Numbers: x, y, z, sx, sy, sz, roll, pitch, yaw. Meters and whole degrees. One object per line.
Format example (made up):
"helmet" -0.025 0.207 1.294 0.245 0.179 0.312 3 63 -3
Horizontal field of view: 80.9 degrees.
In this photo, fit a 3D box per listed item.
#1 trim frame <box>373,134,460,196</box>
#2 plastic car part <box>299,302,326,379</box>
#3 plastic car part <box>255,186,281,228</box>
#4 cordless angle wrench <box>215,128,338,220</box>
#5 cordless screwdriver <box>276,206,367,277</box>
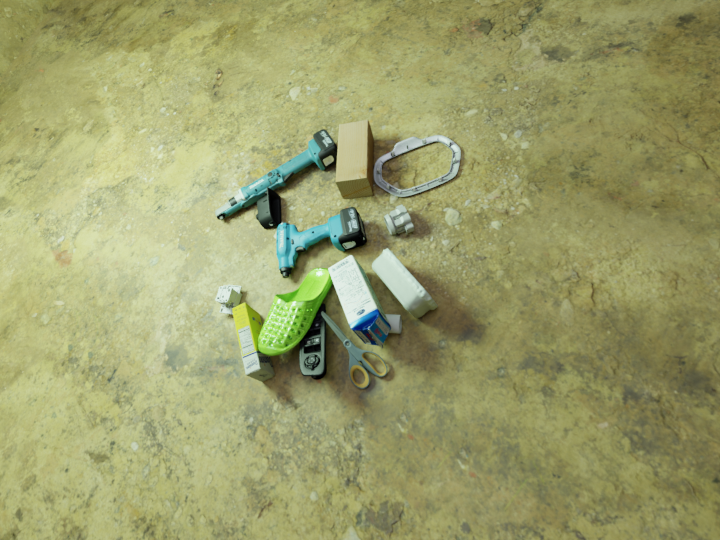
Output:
"trim frame" 0.157 -0.299 1.188 0.251 0.026 0.191 -21 59 8
"plastic car part" -0.108 0.173 0.996 0.067 0.064 0.210 -10 38 3
"plastic car part" -0.277 -0.174 1.250 0.073 0.062 0.120 -18 63 24
"cordless angle wrench" -0.262 -0.277 1.289 0.424 0.071 0.102 -31 59 3
"cordless screwdriver" -0.111 -0.072 1.134 0.254 0.071 0.164 -12 62 16
